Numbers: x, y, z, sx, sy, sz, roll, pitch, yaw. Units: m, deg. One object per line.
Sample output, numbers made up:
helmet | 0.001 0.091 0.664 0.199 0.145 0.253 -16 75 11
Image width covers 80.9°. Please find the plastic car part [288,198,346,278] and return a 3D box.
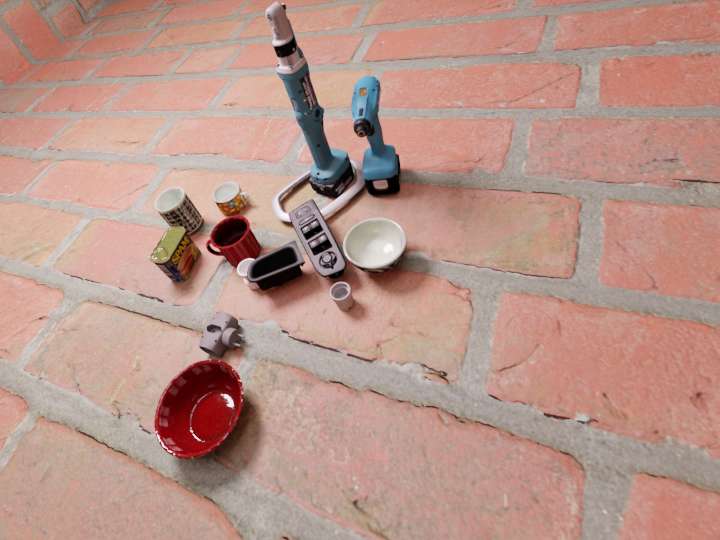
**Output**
plastic car part | -0.086 -0.056 0.877 0.066 0.064 0.213 -27 50 -4

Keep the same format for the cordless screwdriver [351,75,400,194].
cordless screwdriver | 0.029 -0.253 0.875 0.076 0.237 0.163 -3 53 14

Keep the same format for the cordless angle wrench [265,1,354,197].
cordless angle wrench | -0.107 -0.328 0.871 0.078 0.403 0.097 23 63 30

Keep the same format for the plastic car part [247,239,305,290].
plastic car part | -0.167 0.001 0.859 0.116 0.067 0.069 -26 50 -2

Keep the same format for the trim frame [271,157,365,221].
trim frame | -0.100 -0.196 1.014 0.246 0.026 0.195 -40 52 -13
